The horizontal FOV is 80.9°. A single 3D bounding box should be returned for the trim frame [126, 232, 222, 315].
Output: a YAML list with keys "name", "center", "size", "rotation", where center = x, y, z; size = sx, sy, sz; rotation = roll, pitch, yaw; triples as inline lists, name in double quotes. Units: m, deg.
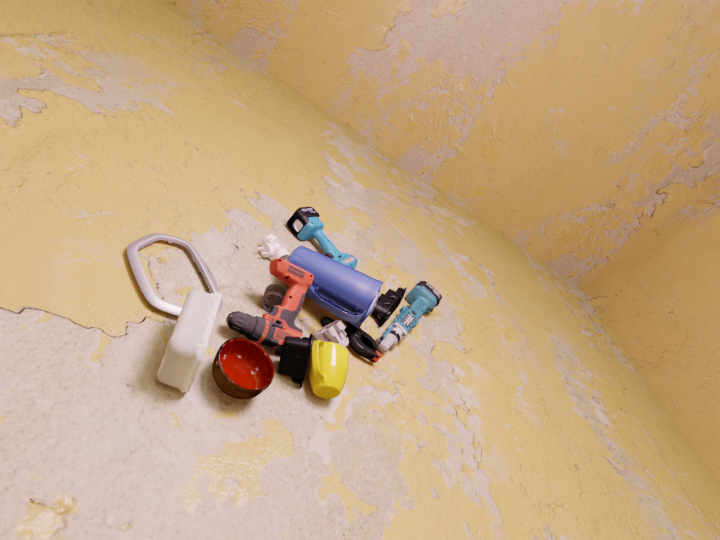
- name: "trim frame"
  center: [-0.389, 0.008, 0.895]
  size: [0.175, 0.027, 0.260]
  rotation: [-2, 44, -50]

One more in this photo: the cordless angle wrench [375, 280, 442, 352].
- name: "cordless angle wrench"
  center: [0.141, 0.142, 1.263]
  size: [0.100, 0.074, 0.413]
  rotation: [42, 30, 8]

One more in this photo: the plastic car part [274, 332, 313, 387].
- name: "plastic car part"
  center: [-0.138, 0.170, 0.853]
  size: [0.070, 0.114, 0.068]
  rotation: [8, 33, -7]

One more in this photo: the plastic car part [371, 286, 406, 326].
- name: "plastic car part"
  center: [0.083, 0.099, 1.267]
  size: [0.068, 0.066, 0.200]
  rotation: [31, 26, 6]

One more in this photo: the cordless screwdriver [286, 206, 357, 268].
- name: "cordless screwdriver"
  center: [-0.127, -0.083, 1.299]
  size: [0.255, 0.075, 0.154]
  rotation: [47, 28, 11]
